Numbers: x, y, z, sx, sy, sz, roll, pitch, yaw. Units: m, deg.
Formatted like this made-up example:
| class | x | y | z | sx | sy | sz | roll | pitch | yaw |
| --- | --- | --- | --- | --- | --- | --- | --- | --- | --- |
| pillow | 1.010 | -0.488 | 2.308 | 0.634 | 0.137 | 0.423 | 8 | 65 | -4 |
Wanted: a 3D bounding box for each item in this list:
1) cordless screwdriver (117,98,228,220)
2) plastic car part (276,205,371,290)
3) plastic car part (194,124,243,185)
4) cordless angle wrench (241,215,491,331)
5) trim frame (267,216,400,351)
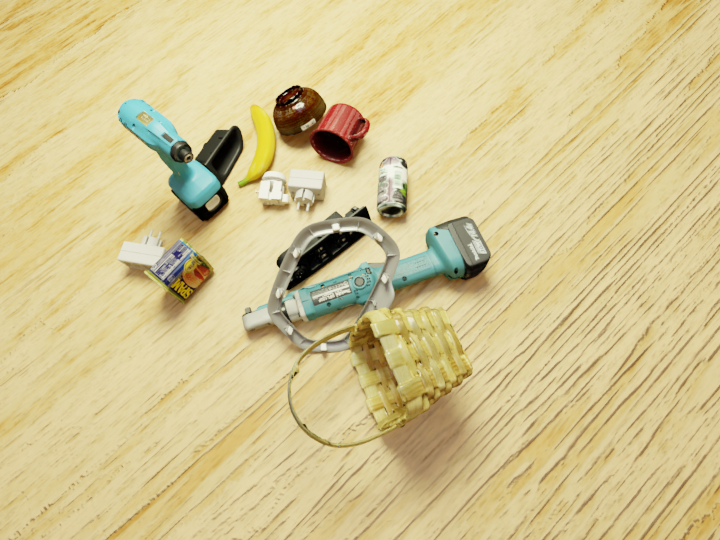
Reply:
| class | x | y | z | sx | sy | sz | roll | pitch | yaw |
| --- | --- | --- | --- | --- | --- | --- | --- | --- | --- |
| cordless screwdriver | -0.302 | -0.172 | 0.733 | 0.166 | 0.240 | 0.074 | 38 | 75 | 20 |
| plastic car part | -0.074 | -0.049 | 0.759 | 0.202 | 0.063 | 0.070 | -42 | 63 | -11 |
| plastic car part | -0.295 | -0.243 | 0.866 | 0.074 | 0.063 | 0.117 | 11 | 66 | 23 |
| cordless angle wrench | 0.001 | 0.024 | 0.720 | 0.423 | 0.072 | 0.101 | -19 | 69 | 0 |
| trim frame | -0.041 | 0.029 | 0.661 | 0.180 | 0.028 | 0.247 | 22 | 109 | -12 |
